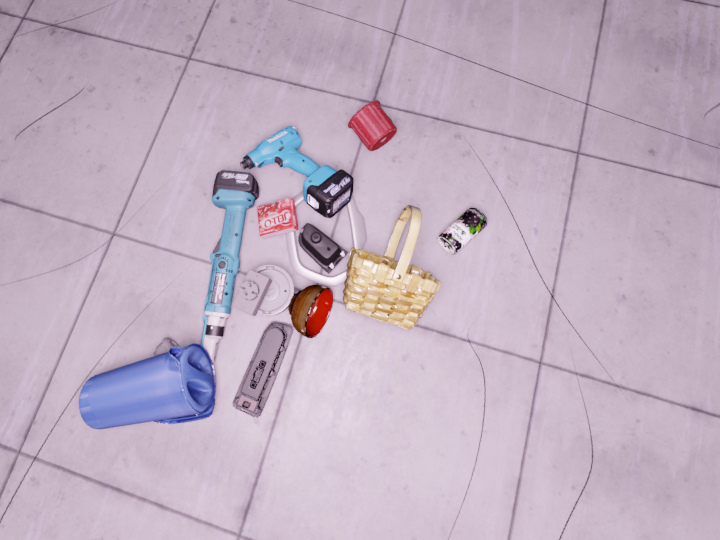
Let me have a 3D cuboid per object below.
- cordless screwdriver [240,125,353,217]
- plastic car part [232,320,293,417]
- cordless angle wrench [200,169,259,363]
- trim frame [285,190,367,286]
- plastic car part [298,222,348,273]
[{"bbox_3d":[-0.144,-0.217,0.953,0.157,0.072,0.259,-38,68,-22],"label":"cordless screwdriver"},{"bbox_3d":[-0.206,0.200,0.888,0.068,0.065,0.204,19,75,11],"label":"plastic car part"},{"bbox_3d":[-0.302,-0.010,0.939,0.098,0.073,0.427,5,79,2],"label":"cordless angle wrench"},{"bbox_3d":[-0.079,-0.086,0.968,0.184,0.027,0.253,-9,74,1],"label":"trim frame"},{"bbox_3d":[-0.090,-0.059,0.916,0.118,0.070,0.066,41,79,7],"label":"plastic car part"}]
